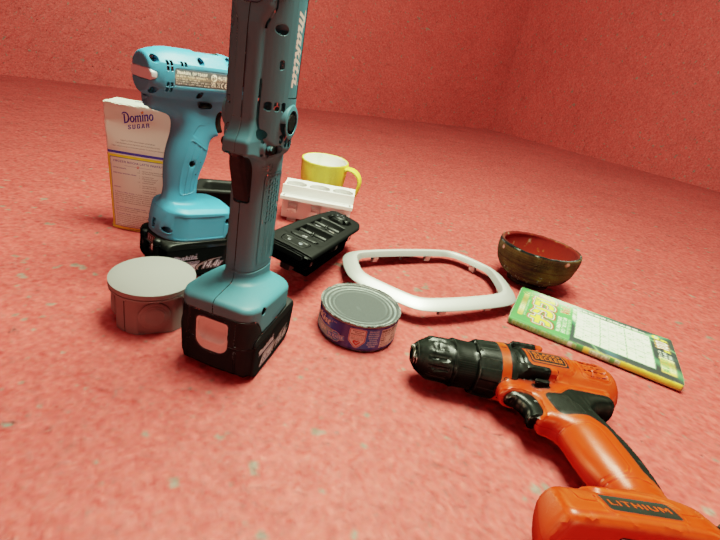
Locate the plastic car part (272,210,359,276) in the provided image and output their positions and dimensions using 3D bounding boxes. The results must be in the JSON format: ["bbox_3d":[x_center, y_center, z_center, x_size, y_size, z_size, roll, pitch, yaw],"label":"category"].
[{"bbox_3d":[-0.056,-0.037,0.573,0.068,0.066,0.200,18,26,15],"label":"plastic car part"}]

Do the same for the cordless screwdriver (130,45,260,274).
[{"bbox_3d":[-0.180,-0.121,0.498,0.078,0.244,0.153,30,30,35],"label":"cordless screwdriver"}]

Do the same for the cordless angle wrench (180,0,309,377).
[{"bbox_3d":[-0.077,-0.115,0.320,0.076,0.416,0.097,17,24,10],"label":"cordless angle wrench"}]

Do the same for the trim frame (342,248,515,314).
[{"bbox_3d":[0.093,0.007,0.580,0.239,0.027,0.194,-4,29,-27],"label":"trim frame"}]

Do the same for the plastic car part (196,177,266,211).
[{"bbox_3d":[-0.196,-0.100,0.652,0.115,0.070,0.068,6,25,-8],"label":"plastic car part"}]
